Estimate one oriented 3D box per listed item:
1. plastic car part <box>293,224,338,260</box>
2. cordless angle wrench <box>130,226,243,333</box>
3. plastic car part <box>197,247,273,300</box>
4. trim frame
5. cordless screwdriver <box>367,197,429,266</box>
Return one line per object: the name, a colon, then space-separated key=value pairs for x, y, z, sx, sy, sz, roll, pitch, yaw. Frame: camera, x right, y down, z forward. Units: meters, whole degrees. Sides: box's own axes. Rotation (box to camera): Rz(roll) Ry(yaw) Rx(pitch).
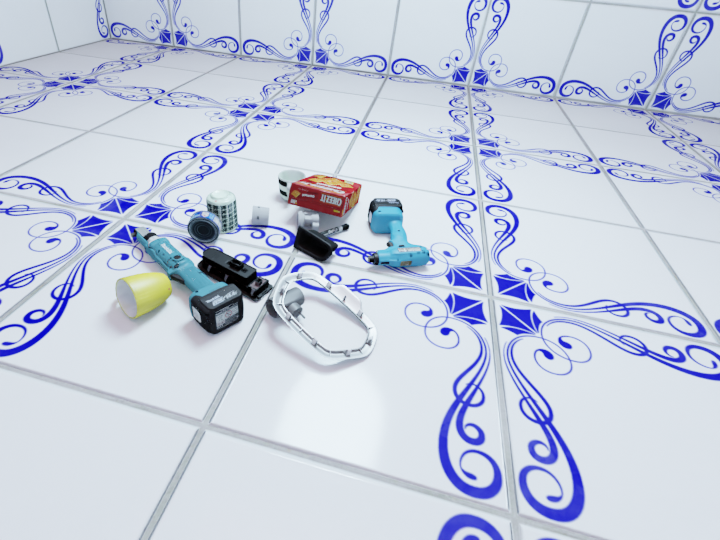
plastic car part: x=-0.109 y=-0.071 z=1.117 sx=0.121 sy=0.065 sz=0.069 roll=28 pitch=28 yaw=22
cordless angle wrench: x=-0.426 y=-0.008 z=0.990 sx=0.095 sy=0.072 sz=0.447 roll=-28 pitch=46 yaw=-37
plastic car part: x=-0.307 y=0.000 z=1.000 sx=0.212 sy=0.065 sz=0.066 roll=21 pitch=47 yaw=24
trim frame: x=-0.074 y=0.087 z=0.893 sx=0.259 sy=0.027 sz=0.179 roll=39 pitch=40 yaw=21
cordless screwdriver: x=0.072 y=-0.101 z=1.159 sx=0.156 sy=0.072 sz=0.260 roll=-5 pitch=42 yaw=-13
